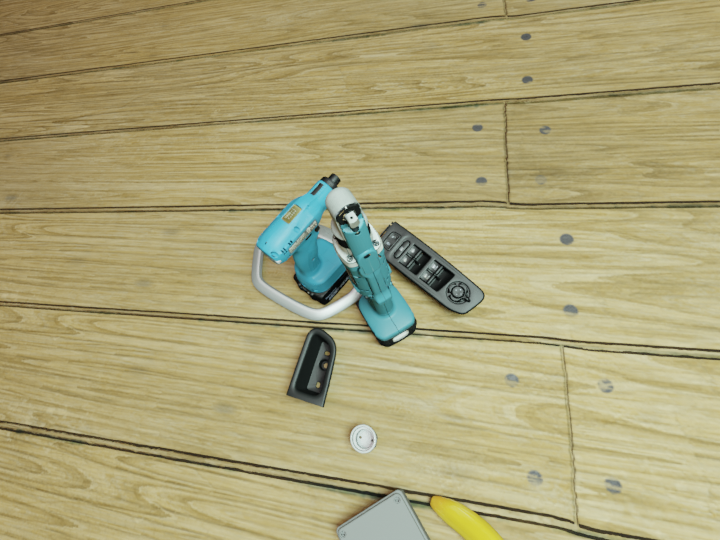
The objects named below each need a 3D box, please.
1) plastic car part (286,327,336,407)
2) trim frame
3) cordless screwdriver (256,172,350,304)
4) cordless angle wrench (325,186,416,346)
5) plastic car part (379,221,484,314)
[{"bbox_3d":[-0.069,0.163,0.712,0.068,0.068,0.117,11,70,17],"label":"plastic car part"},{"bbox_3d":[-0.103,-0.009,0.823,0.259,0.026,0.184,24,74,23],"label":"trim frame"},{"bbox_3d":[-0.069,-0.045,0.710,0.078,0.238,0.159,36,78,22],"label":"cordless screwdriver"},{"bbox_3d":[0.014,0.009,0.569,0.074,0.406,0.102,-30,65,-3],"label":"cordless angle wrench"},{"bbox_3d":[0.116,0.003,0.736,0.213,0.064,0.066,40,80,26],"label":"plastic car part"}]
